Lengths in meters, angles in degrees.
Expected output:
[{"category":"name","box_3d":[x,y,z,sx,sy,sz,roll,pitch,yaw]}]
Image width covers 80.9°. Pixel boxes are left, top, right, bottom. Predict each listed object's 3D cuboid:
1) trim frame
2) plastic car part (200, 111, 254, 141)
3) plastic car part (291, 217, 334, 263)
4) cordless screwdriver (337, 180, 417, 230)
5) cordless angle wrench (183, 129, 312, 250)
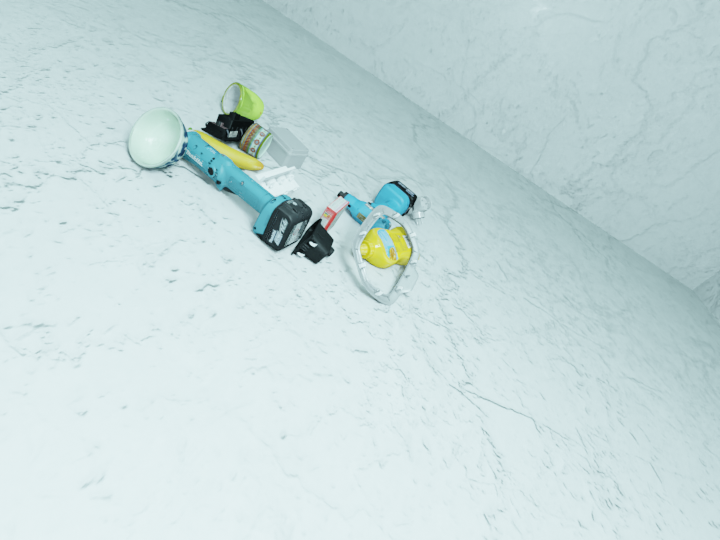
[{"category":"trim frame","box_3d":[0.064,-0.039,0.918,0.179,0.028,0.247,52,43,-16]},{"category":"plastic car part","box_3d":[-0.315,-0.358,1.045,0.067,0.066,0.202,19,16,3]},{"category":"plastic car part","box_3d":[-0.085,-0.056,0.871,0.070,0.067,0.117,46,26,-11]},{"category":"cordless screwdriver","box_3d":[0.048,-0.186,1.152,0.162,0.074,0.244,39,36,9]},{"category":"cordless angle wrench","box_3d":[-0.285,-0.204,0.862,0.436,0.097,0.072,39,34,15]}]
